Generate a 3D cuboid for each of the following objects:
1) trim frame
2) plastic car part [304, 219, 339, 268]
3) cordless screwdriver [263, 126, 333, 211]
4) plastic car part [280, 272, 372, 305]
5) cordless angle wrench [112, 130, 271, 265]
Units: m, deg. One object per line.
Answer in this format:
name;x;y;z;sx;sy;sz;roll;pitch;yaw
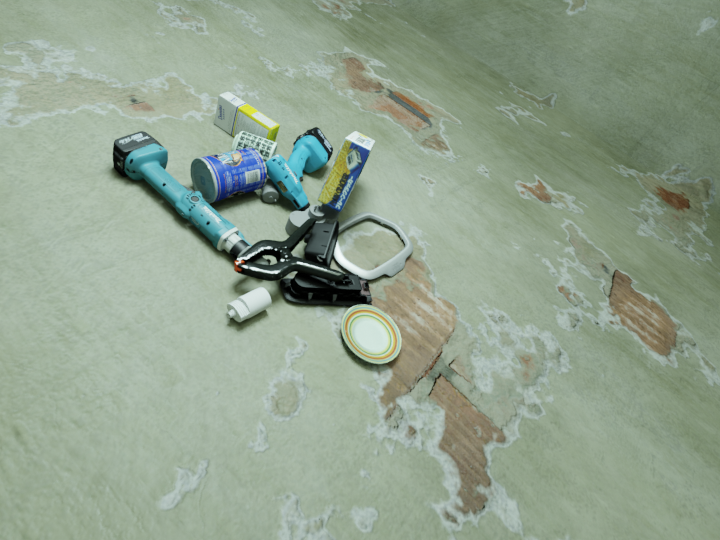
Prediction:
trim frame;0.028;-0.064;1.031;0.190;0.027;0.242;42;45;17
plastic car part;-0.092;-0.060;0.943;0.072;0.064;0.119;6;56;7
cordless screwdriver;-0.141;-0.259;1.085;0.154;0.076;0.249;53;35;-20
plastic car part;-0.064;0.035;0.877;0.197;0.067;0.069;2;58;-20
cordless angle wrench;-0.354;-0.135;0.895;0.432;0.074;0.096;40;46;11
